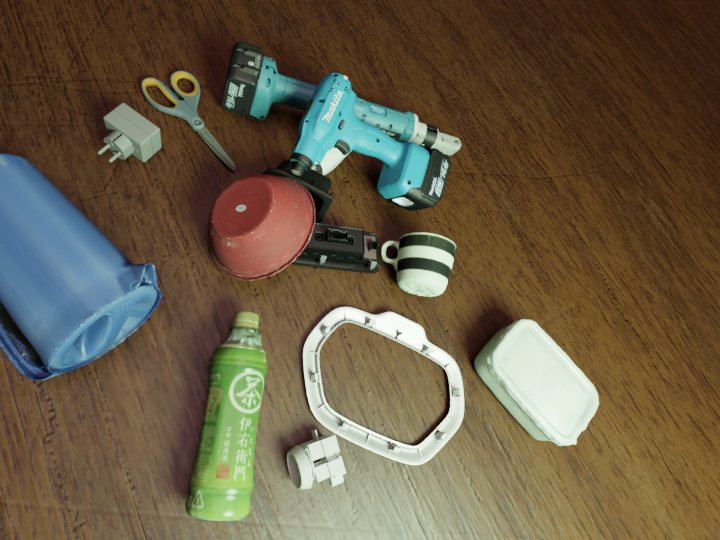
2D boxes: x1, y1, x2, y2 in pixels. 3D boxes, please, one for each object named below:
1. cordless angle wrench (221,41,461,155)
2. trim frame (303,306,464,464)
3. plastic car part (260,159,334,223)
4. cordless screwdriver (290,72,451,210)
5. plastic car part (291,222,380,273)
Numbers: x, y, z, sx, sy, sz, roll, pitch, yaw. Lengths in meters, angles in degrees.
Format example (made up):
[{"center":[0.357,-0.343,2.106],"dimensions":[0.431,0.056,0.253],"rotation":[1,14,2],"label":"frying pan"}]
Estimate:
[{"center":[-0.014,-0.264,0.713],"dimensions":[0.411,0.099,0.076],"rotation":[11,70,-17],"label":"cordless angle wrench"},{"center":[0.036,0.151,0.584],"dimensions":[0.247,0.027,0.185],"rotation":[25,62,-4],"label":"trim frame"},{"center":[-0.092,-0.135,0.653],"dimensions":[0.117,0.066,0.071],"rotation":[31,47,0],"label":"plastic car part"},{"center":[0.015,-0.166,0.646],"dimensions":[0.238,0.077,0.160],"rotation":[29,75,-25],"label":"cordless screwdriver"},{"center":[-0.060,-0.040,0.619],"dimensions":[0.199,0.067,0.067],"rotation":[5,75,-13],"label":"plastic car part"}]
